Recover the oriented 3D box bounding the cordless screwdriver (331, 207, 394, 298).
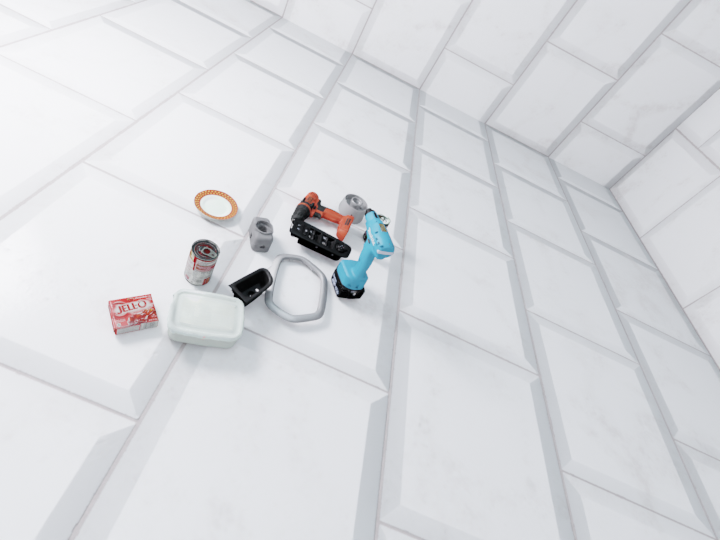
[{"bbox_3d":[-0.001,-0.042,1.173,0.071,0.248,0.166,8,46,-29],"label":"cordless screwdriver"}]

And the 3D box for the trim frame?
[{"bbox_3d":[-0.177,0.044,1.150,0.180,0.027,0.255,18,41,-14],"label":"trim frame"}]

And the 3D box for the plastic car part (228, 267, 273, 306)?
[{"bbox_3d":[-0.272,0.050,1.054,0.068,0.071,0.114,42,41,11],"label":"plastic car part"}]

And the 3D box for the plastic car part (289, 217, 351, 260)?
[{"bbox_3d":[-0.125,-0.082,1.281,0.199,0.067,0.068,23,41,-9],"label":"plastic car part"}]
